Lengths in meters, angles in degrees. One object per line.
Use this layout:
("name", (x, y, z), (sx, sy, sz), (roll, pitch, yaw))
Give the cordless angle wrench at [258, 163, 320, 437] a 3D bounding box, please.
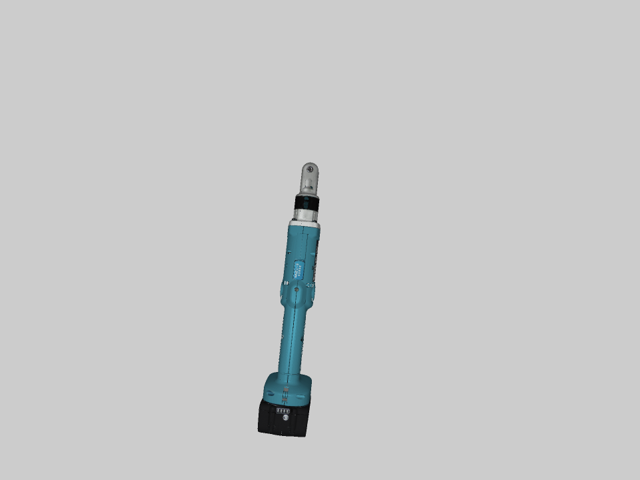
("cordless angle wrench", (-0.036, 0.083, 0.678), (0.074, 0.422, 0.098), (6, -5, 2))
